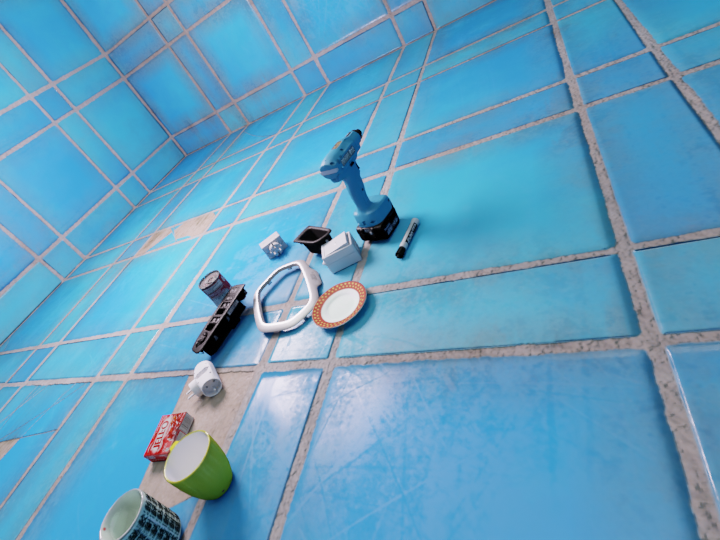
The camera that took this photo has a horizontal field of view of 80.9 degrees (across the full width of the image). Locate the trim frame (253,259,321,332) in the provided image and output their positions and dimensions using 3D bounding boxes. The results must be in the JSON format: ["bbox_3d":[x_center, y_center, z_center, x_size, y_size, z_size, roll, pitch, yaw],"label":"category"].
[{"bbox_3d":[-0.181,0.059,1.029,0.185,0.026,0.260,-33,33,3],"label":"trim frame"}]

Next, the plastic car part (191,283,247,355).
[{"bbox_3d":[-0.343,0.128,1.050,0.069,0.064,0.203,-2,45,41],"label":"plastic car part"}]

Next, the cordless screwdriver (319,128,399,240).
[{"bbox_3d":[0.009,-0.198,0.992,0.078,0.237,0.159,-4,42,40],"label":"cordless screwdriver"}]

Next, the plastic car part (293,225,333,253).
[{"bbox_3d":[-0.106,-0.069,1.087,0.123,0.068,0.065,14,55,50],"label":"plastic car part"}]
